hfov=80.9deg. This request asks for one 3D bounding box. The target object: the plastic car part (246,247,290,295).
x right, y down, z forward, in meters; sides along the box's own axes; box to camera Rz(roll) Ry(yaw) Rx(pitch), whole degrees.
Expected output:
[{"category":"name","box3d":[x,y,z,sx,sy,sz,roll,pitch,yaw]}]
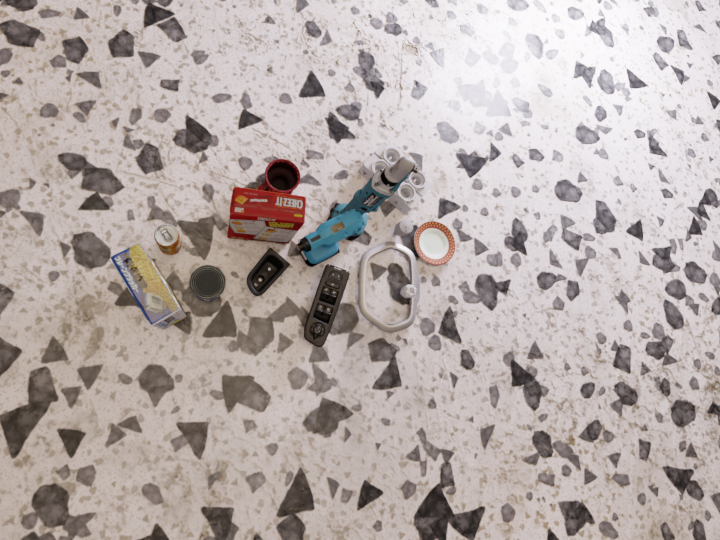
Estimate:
[{"category":"plastic car part","box3d":[-0.240,0.012,1.052,0.065,0.072,0.116,40,71,-5]}]

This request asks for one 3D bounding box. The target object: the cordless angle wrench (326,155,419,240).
[{"category":"cordless angle wrench","box3d":[0.018,-0.163,0.971,0.096,0.428,0.075,25,73,-13]}]

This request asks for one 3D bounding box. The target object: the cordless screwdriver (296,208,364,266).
[{"category":"cordless screwdriver","box3d":[-0.099,-0.065,1.011,0.156,0.252,0.075,-28,90,-20]}]

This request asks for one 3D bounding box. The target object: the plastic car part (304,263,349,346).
[{"category":"plastic car part","box3d":[-0.093,0.090,1.071,0.065,0.068,0.204,21,73,-11]}]

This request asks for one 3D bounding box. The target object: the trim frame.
[{"category":"trim frame","box3d":[0.081,0.042,1.146,0.180,0.028,0.252,4,76,-13]}]
